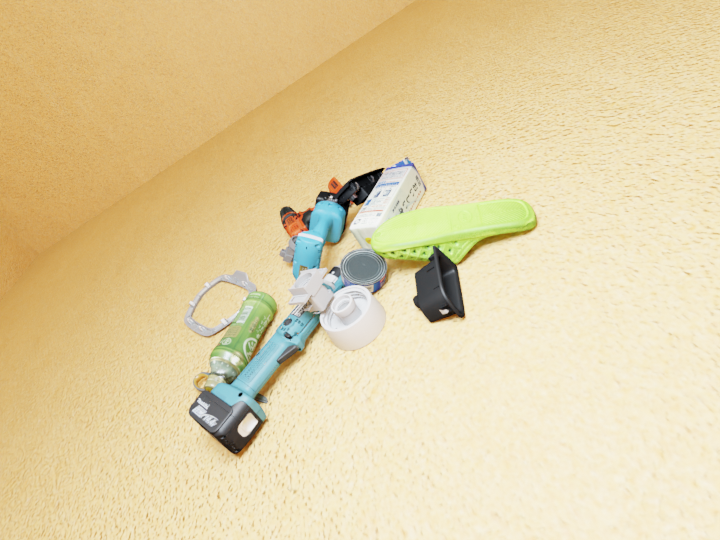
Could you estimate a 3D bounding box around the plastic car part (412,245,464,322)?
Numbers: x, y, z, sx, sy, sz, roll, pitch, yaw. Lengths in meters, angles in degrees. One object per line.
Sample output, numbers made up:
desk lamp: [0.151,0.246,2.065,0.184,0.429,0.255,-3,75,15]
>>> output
plastic car part: [0.116,0.031,0.668,0.072,0.063,0.119,-33,33,33]

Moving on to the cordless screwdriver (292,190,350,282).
cordless screwdriver: [-0.089,-0.058,0.907,0.075,0.156,0.251,15,36,3]

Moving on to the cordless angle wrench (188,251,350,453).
cordless angle wrench: [-0.120,0.111,0.760,0.103,0.071,0.420,13,52,38]

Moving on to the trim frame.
trim frame: [-0.351,0.074,1.046,0.262,0.026,0.183,11,55,49]

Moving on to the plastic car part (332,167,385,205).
plastic car part: [0.018,-0.189,0.957,0.066,0.068,0.200,-52,-4,34]
